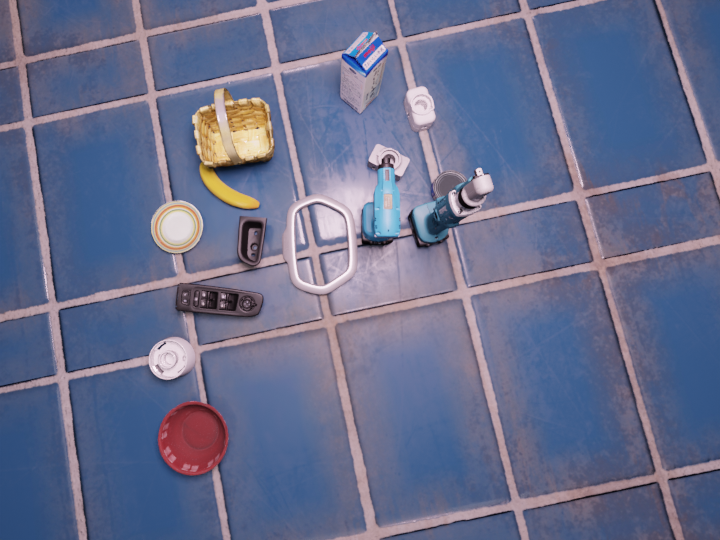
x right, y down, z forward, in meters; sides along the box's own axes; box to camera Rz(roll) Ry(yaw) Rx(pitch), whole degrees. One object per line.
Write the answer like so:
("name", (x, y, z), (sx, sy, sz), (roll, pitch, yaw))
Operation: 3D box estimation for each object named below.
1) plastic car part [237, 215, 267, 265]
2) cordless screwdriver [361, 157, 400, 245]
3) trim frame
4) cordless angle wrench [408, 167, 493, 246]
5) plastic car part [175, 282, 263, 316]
("plastic car part", (-0.259, -0.067, 1.020), (0.066, 0.070, 0.117), (4, 84, -1))
("cordless screwdriver", (0.045, -0.138, 0.928), (0.074, 0.247, 0.160), (0, 86, -3))
("trim frame", (-0.101, -0.066, 1.035), (0.184, 0.027, 0.250), (-5, 83, 1))
("cordless angle wrench", (0.173, -0.117, 0.834), (0.074, 0.421, 0.098), (-16, 88, -4))
("plastic car part", (-0.331, 0.072, 1.008), (0.204, 0.066, 0.066), (6, 85, 2))
